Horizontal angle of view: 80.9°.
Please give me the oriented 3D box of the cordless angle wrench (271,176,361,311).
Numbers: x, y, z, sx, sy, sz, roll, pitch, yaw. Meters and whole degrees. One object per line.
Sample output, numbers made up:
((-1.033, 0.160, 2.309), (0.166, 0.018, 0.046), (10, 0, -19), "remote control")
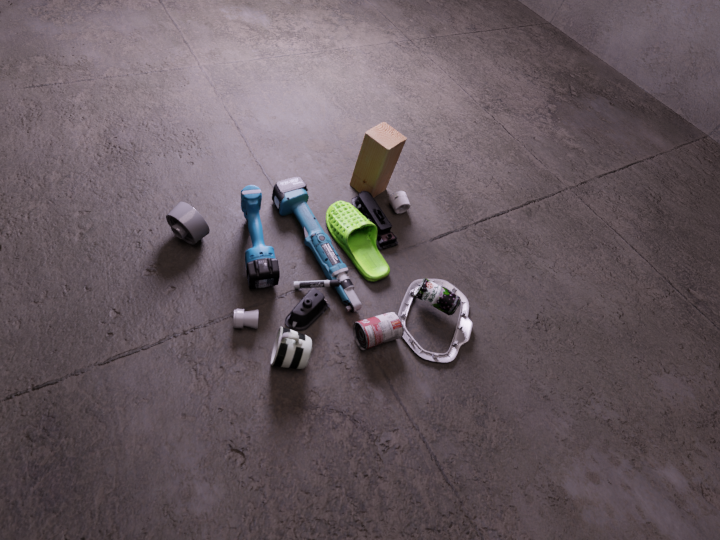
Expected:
((-0.111, -0.073, 1.136), (0.095, 0.073, 0.440), (-20, 63, -25), "cordless angle wrench")

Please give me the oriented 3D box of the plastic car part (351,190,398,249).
((0.038, -0.158, 1.234), (0.065, 0.065, 0.212), (-21, 59, -18), "plastic car part")

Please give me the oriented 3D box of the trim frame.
((0.194, 0.118, 1.085), (0.186, 0.027, 0.249), (25, 52, 5), "trim frame")

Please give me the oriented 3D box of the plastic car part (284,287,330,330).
((-0.126, 0.087, 1.014), (0.068, 0.070, 0.115), (35, 52, 12), "plastic car part")

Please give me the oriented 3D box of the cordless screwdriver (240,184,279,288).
((-0.266, -0.077, 1.081), (0.073, 0.159, 0.255), (-8, 73, -18), "cordless screwdriver")
